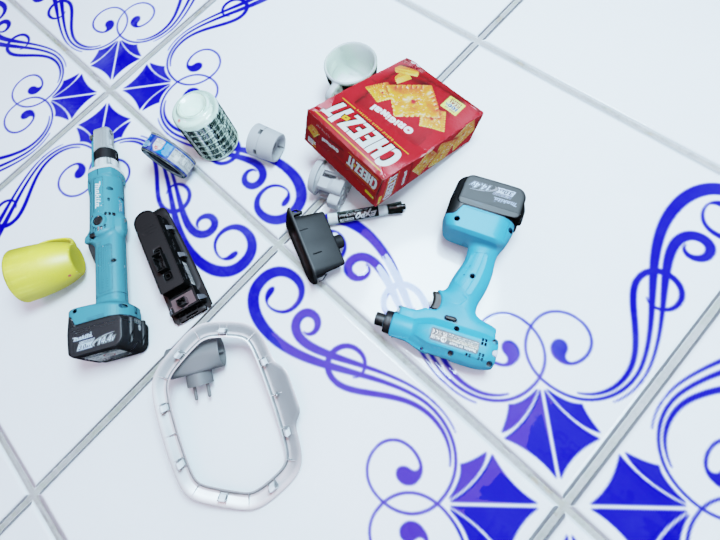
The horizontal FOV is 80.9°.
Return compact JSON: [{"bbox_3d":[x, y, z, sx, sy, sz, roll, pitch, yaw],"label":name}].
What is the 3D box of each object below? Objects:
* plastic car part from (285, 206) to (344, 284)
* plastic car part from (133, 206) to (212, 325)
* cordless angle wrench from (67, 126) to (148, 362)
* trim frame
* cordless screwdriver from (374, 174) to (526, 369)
[{"bbox_3d":[-0.062,-0.041,0.636,0.070,0.065,0.120,-22,72,-15],"label":"plastic car part"},{"bbox_3d":[-0.310,-0.018,0.668,0.066,0.064,0.211,-33,67,4],"label":"plastic car part"},{"bbox_3d":[-0.419,-0.070,0.699,0.098,0.072,0.436,-17,67,2],"label":"cordless angle wrench"},{"bbox_3d":[-0.175,0.190,0.561,0.183,0.027,0.252,-19,80,-5],"label":"trim frame"},{"bbox_3d":[0.125,-0.006,0.582,0.163,0.072,0.250,15,78,14],"label":"cordless screwdriver"}]
